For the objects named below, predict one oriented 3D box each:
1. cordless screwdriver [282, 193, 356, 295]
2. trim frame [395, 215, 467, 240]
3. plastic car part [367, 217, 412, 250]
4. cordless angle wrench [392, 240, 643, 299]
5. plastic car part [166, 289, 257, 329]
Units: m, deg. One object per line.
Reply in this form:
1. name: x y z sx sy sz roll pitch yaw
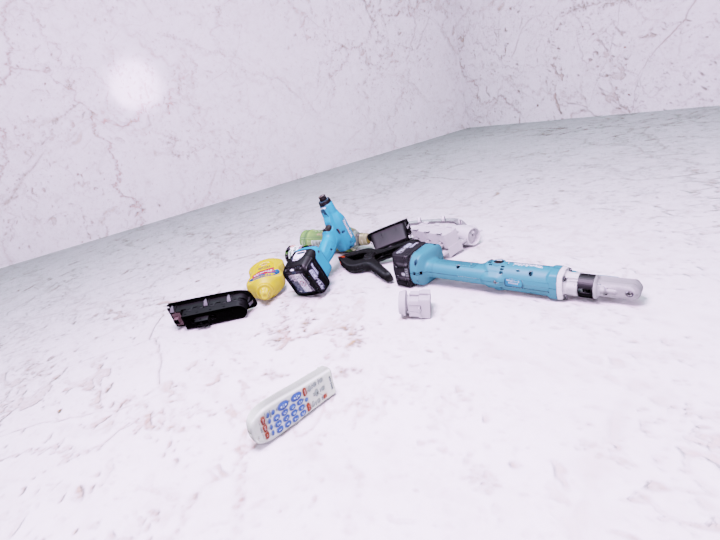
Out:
1. cordless screwdriver: -0.100 -0.065 1.020 0.077 0.153 0.248 -11 31 34
2. trim frame: 0.176 -0.119 1.204 0.260 0.027 0.181 2 27 33
3. plastic car part: 0.083 -0.077 1.109 0.118 0.062 0.074 -22 49 11
4. cordless angle wrench: 0.257 0.007 0.782 0.446 0.072 0.095 9 30 41
5. plastic car part: -0.337 0.091 0.957 0.203 0.064 0.069 -14 29 0
